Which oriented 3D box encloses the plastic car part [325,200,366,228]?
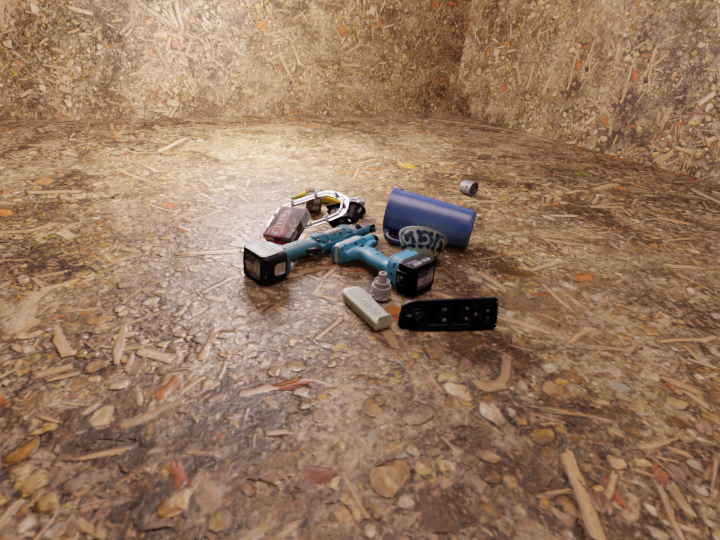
[{"bbox_3d":[-0.050,-0.156,1.231,0.122,0.063,0.071,-4,47,35],"label":"plastic car part"}]

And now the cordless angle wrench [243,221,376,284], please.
[{"bbox_3d":[-0.106,-0.069,1.086,0.103,0.073,0.409,26,34,35],"label":"cordless angle wrench"}]

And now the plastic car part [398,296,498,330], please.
[{"bbox_3d":[0.168,0.080,0.848,0.199,0.065,0.069,-3,19,-11],"label":"plastic car part"}]

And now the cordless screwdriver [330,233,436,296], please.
[{"bbox_3d":[0.067,-0.031,1.030,0.263,0.072,0.154,23,33,38],"label":"cordless screwdriver"}]

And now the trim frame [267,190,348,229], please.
[{"bbox_3d":[-0.153,-0.169,1.220,0.249,0.026,0.192,-17,40,2],"label":"trim frame"}]
